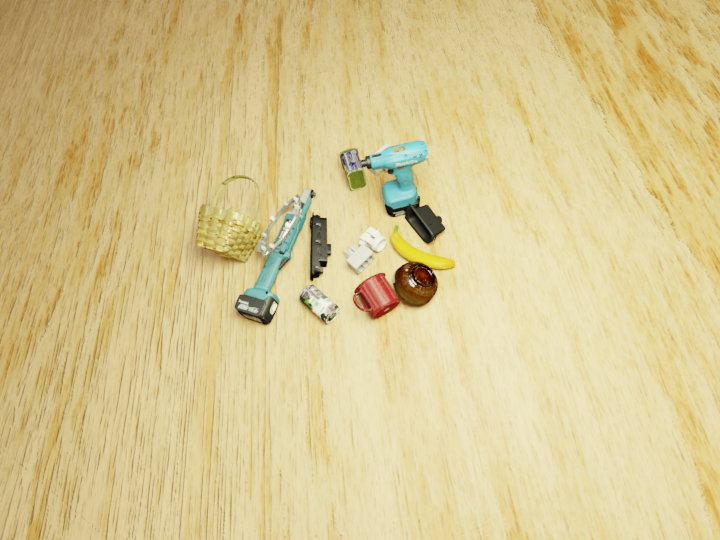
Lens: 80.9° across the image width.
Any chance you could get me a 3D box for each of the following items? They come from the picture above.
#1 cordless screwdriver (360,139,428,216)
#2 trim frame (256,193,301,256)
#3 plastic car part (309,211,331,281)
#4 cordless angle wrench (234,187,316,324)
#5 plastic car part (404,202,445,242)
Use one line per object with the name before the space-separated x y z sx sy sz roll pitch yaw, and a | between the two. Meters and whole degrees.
cordless screwdriver | 0.085 -0.232 1.101 0.160 0.240 0.077 -11 65 0
trim frame | -0.225 -0.127 1.166 0.185 0.026 0.258 -49 26 14
plastic car part | -0.115 -0.075 1.178 0.067 0.064 0.209 -6 63 -2
cordless angle wrench | -0.222 -0.060 1.195 0.101 0.071 0.426 12 66 17
plastic car part | 0.182 -0.131 1.137 0.070 0.064 0.121 -27 64 -18
